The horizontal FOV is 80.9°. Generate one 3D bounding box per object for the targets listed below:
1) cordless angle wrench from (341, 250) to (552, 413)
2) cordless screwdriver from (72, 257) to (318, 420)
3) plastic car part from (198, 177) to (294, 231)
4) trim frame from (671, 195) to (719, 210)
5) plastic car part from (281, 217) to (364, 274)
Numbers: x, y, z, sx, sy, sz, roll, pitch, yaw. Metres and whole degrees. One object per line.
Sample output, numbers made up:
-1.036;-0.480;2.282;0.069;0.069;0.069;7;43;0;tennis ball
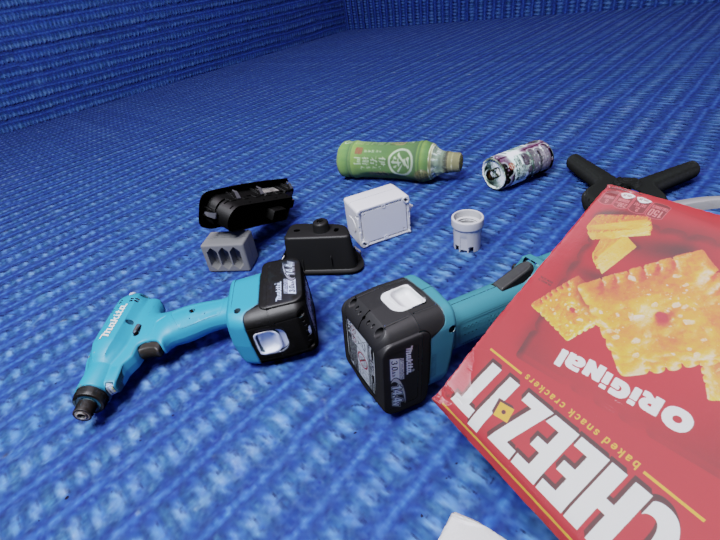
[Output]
0.185;0.011;0.433;0.414;0.095;0.078;-19;35;-19;cordless angle wrench
-0.173;0.072;0.453;0.251;0.071;0.164;-11;35;6;cordless screwdriver
-0.160;-0.094;0.642;0.070;0.066;0.196;35;27;19;plastic car part
0.304;-0.007;0.355;0.247;0.026;0.192;-12;36;-4;trim frame
-0.056;-0.037;0.574;0.120;0.068;0.067;-2;36;17;plastic car part
